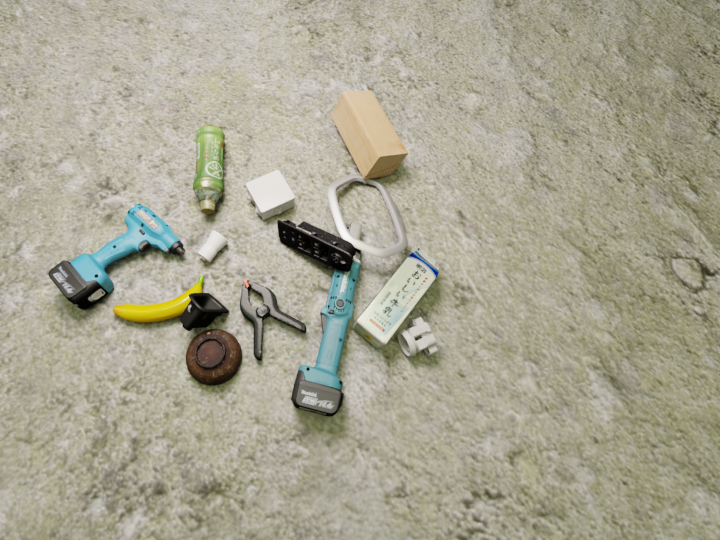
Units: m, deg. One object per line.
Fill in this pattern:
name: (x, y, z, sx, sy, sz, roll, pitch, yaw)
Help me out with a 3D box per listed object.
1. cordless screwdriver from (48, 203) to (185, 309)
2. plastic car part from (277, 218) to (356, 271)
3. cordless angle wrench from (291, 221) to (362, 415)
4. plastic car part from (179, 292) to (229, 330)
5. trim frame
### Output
cordless screwdriver: (-0.514, -0.020, 0.910, 0.163, 0.073, 0.247, 37, 66, 11)
plastic car part: (-0.091, -0.059, 0.927, 0.213, 0.064, 0.065, 29, 42, 30)
cordless angle wrench: (-0.048, 0.079, 0.896, 0.098, 0.073, 0.429, 12, 64, 1)
plastic car part: (-0.329, 0.089, 0.859, 0.067, 0.114, 0.071, 37, 93, 8)
trim frame: (0.018, -0.132, 0.984, 0.178, 0.027, 0.259, -4, 55, -21)
